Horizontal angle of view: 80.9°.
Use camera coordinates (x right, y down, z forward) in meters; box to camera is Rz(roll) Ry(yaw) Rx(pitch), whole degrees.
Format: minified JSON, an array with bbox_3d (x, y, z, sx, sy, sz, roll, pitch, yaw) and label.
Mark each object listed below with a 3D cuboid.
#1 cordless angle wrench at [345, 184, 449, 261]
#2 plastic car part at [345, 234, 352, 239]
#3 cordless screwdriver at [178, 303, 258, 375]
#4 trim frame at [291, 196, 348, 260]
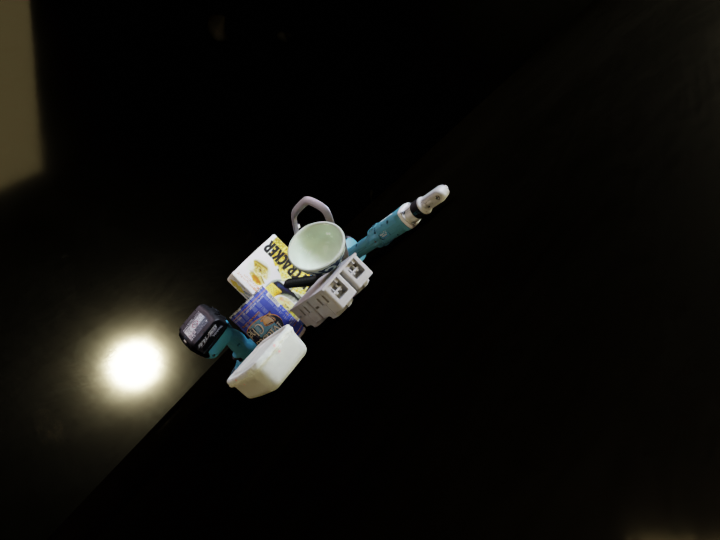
[{"bbox_3d":[0.048,-0.084,0.982,0.432,0.073,0.097,-31,14,52],"label":"cordless angle wrench"},{"bbox_3d":[-0.068,-0.031,1.348,0.070,0.064,0.201,4,43,48],"label":"plastic car part"},{"bbox_3d":[-0.320,0.188,0.999,0.159,0.079,0.235,-55,-37,-7],"label":"cordless screwdriver"},{"bbox_3d":[-0.104,-0.068,1.065,0.027,0.242,0.194,-25,23,-37],"label":"trim frame"}]
